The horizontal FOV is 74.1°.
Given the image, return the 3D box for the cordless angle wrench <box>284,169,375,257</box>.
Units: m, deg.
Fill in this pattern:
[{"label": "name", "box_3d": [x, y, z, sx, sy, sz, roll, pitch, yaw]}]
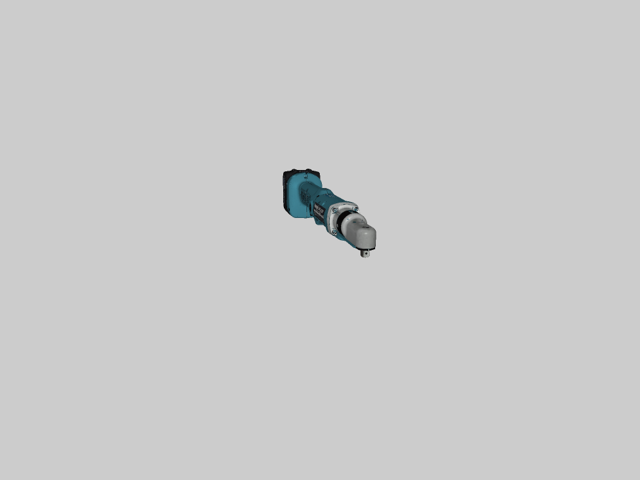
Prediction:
[{"label": "cordless angle wrench", "box_3d": [0.007, -0.056, 0.738, 0.074, 0.098, 0.422, -4, 16, -15]}]
